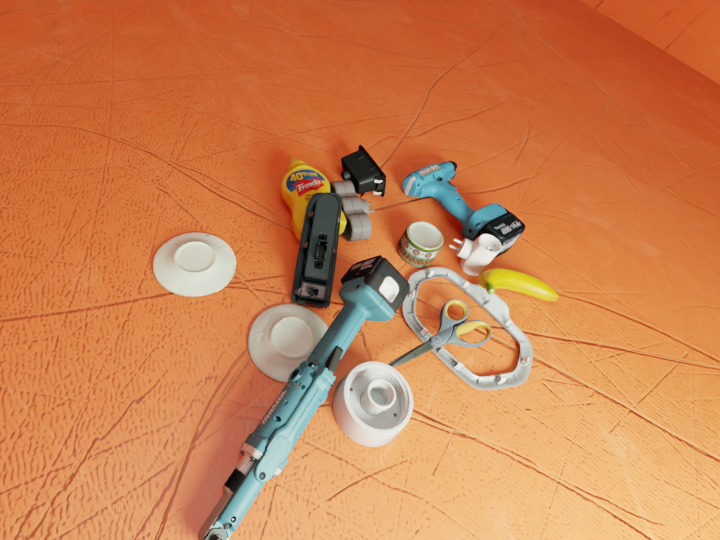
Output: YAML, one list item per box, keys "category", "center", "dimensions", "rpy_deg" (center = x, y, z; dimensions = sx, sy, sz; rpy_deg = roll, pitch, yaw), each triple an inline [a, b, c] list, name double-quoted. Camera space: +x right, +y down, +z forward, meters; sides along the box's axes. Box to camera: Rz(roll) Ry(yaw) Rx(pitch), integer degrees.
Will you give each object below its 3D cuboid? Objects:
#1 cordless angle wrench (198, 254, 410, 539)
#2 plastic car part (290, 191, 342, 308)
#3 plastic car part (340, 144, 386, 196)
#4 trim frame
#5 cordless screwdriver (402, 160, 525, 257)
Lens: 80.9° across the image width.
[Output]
- category: "cordless angle wrench"
  center: [-0.068, 0.154, 0.568]
  dimensions: [0.072, 0.101, 0.421]
  rpy_deg: [45, 58, -17]
- category: "plastic car part"
  center: [-0.068, -0.045, 0.701]
  dimensions: [0.066, 0.066, 0.206]
  rpy_deg: [8, 72, -3]
- category: "plastic car part"
  center: [-0.003, -0.205, 0.892]
  dimensions: [0.070, 0.064, 0.122]
  rpy_deg: [-25, 59, -15]
- category: "trim frame"
  center: [0.183, 0.090, 0.726]
  dimensions: [0.180, 0.027, 0.258]
  rpy_deg: [-32, 64, -33]
- category: "cordless screwdriver"
  center: [0.225, -0.143, 0.890]
  dimensions: [0.155, 0.073, 0.260]
  rpy_deg: [-28, 61, -31]
